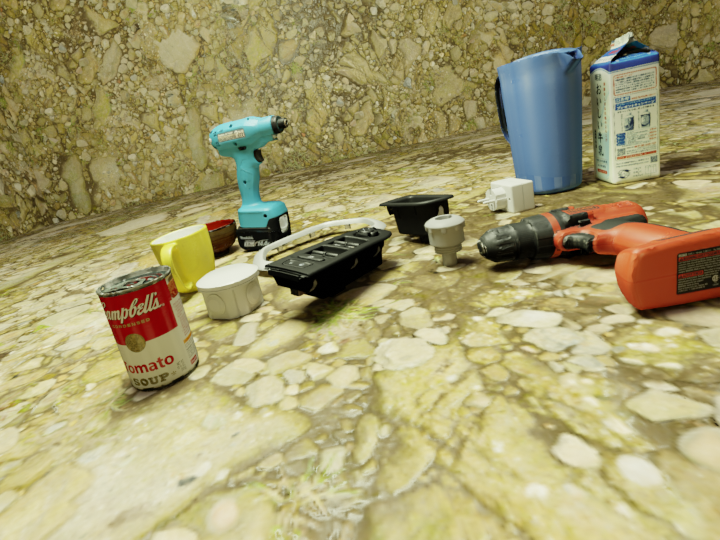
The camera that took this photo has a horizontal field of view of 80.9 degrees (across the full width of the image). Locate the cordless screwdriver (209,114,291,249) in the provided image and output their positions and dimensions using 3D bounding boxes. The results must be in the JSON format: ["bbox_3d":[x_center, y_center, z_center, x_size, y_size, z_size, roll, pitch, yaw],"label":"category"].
[{"bbox_3d":[-0.187,-0.167,0.810,0.165,0.243,0.073,-4,17,25],"label":"cordless screwdriver"}]

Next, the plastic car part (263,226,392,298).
[{"bbox_3d":[-0.024,-0.010,0.530,0.069,0.065,0.198,1,23,37],"label":"plastic car part"}]

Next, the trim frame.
[{"bbox_3d":[-0.071,-0.046,0.725,0.241,0.027,0.194,-25,22,-33],"label":"trim frame"}]

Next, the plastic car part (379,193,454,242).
[{"bbox_3d":[0.092,-0.079,0.647,0.064,0.069,0.122,-20,19,-25],"label":"plastic car part"}]
